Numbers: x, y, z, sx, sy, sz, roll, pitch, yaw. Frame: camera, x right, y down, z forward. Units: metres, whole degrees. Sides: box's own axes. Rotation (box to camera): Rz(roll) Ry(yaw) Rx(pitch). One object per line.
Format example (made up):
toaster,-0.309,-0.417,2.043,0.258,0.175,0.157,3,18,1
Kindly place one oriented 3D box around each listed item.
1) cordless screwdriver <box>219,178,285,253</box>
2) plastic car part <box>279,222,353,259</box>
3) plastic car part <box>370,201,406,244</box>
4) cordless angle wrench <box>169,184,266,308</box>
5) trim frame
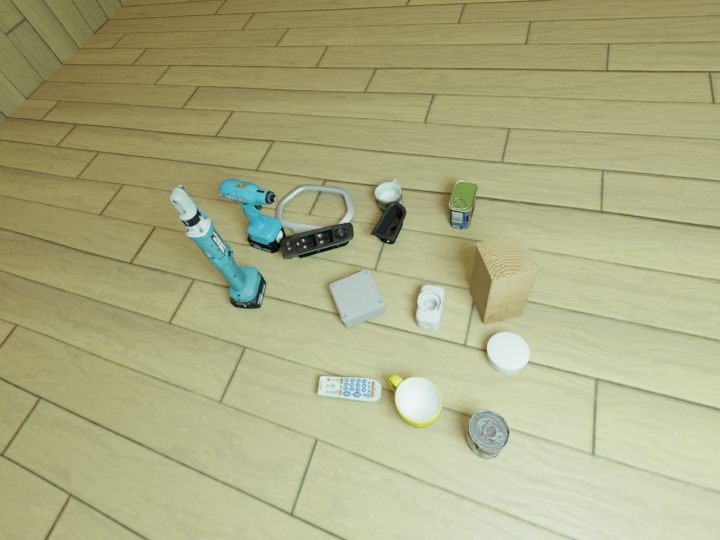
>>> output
cordless screwdriver,-0.260,-0.141,1.126,0.166,0.238,0.075,16,62,21
plastic car part,-0.112,-0.073,1.148,0.204,0.064,0.069,-17,55,3
plastic car part,0.084,-0.116,1.121,0.069,0.068,0.116,20,64,24
cordless angle wrench,-0.325,-0.040,0.974,0.076,0.405,0.100,1,58,12
trim frame,-0.136,-0.179,1.247,0.258,0.026,0.186,10,61,21
